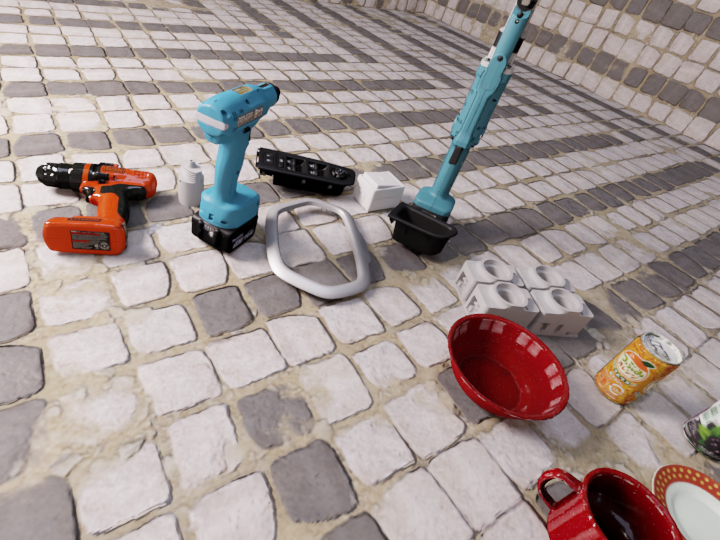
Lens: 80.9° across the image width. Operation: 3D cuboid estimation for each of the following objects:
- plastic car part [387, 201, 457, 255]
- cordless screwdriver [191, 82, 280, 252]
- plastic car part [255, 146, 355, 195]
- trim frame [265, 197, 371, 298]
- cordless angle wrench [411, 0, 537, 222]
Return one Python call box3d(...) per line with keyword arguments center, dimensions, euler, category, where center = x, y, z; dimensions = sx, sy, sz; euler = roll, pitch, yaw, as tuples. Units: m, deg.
box3d(center=(0.104, -0.064, 0.761), dimensions=(0.120, 0.070, 0.065), euler=(31, 42, 17), category="plastic car part")
box3d(center=(-0.184, -0.158, 0.645), dimensions=(0.076, 0.245, 0.158), euler=(27, 40, 8), category="cordless screwdriver")
box3d(center=(-0.109, -0.187, 0.840), dimensions=(0.199, 0.066, 0.069), euler=(6, 41, -11), category="plastic car part")
box3d(center=(-0.070, -0.046, 0.720), dimensions=(0.179, 0.027, 0.259), euler=(1, 42, -16), category="trim frame")
box3d(center=(0.184, -0.242, 0.722), dimensions=(0.076, 0.416, 0.097), euler=(27, 40, 8), category="cordless angle wrench")
